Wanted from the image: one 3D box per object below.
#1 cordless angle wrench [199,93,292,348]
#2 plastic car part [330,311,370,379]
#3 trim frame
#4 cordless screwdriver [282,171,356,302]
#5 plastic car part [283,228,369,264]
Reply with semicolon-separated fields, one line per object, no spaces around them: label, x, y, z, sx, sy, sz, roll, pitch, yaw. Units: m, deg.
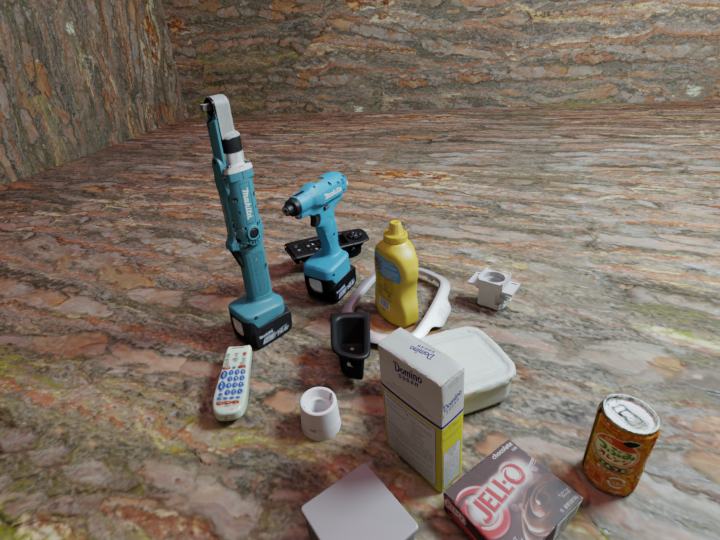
cordless angle wrench;-0.190;-0.066;0.689;0.095;0.410;0.079;-28;36;-37
plastic car part;-0.014;0.125;0.670;0.066;0.069;0.119;-4;30;1
trim frame;0.074;0.060;0.805;0.192;0.027;0.245;10;34;26
cordless screwdriver;-0.079;-0.052;0.811;0.078;0.241;0.156;15;34;30
plastic car part;-0.070;-0.048;0.976;0.198;0.065;0.070;-19;32;-21
